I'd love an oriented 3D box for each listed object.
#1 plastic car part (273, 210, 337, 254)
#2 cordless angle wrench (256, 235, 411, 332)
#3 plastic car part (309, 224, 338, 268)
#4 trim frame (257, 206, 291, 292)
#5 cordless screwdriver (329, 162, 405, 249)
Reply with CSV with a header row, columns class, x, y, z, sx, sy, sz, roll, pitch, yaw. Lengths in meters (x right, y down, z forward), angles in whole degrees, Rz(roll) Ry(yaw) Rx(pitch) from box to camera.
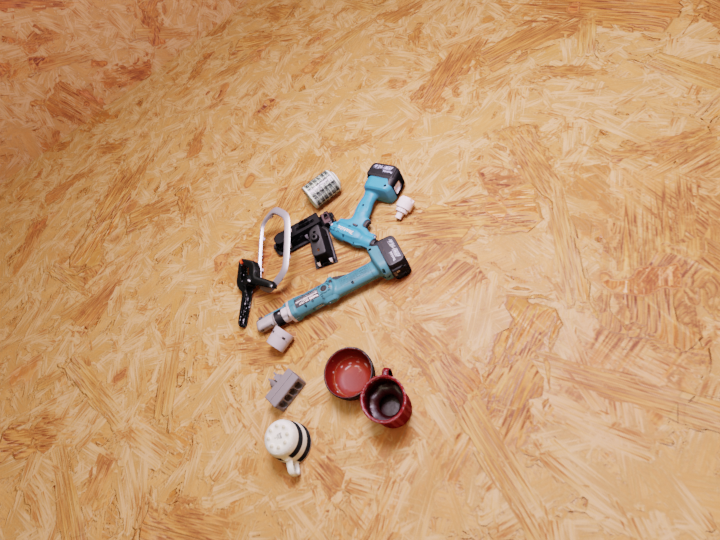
class,x,y,z,sx,sy,sz,roll,pitch,yaw
plastic car part,-0.169,-0.112,1.227,0.204,0.063,0.069,-30,58,7
cordless angle wrench,-0.082,0.054,1.071,0.426,0.070,0.102,-28,52,9
plastic car part,-0.113,-0.074,1.152,0.067,0.068,0.120,-20,69,12
trim frame,-0.247,-0.060,1.191,0.191,0.026,0.253,-18,68,46
cordless screwdriver,0.040,-0.170,1.158,0.168,0.070,0.248,25,76,35
